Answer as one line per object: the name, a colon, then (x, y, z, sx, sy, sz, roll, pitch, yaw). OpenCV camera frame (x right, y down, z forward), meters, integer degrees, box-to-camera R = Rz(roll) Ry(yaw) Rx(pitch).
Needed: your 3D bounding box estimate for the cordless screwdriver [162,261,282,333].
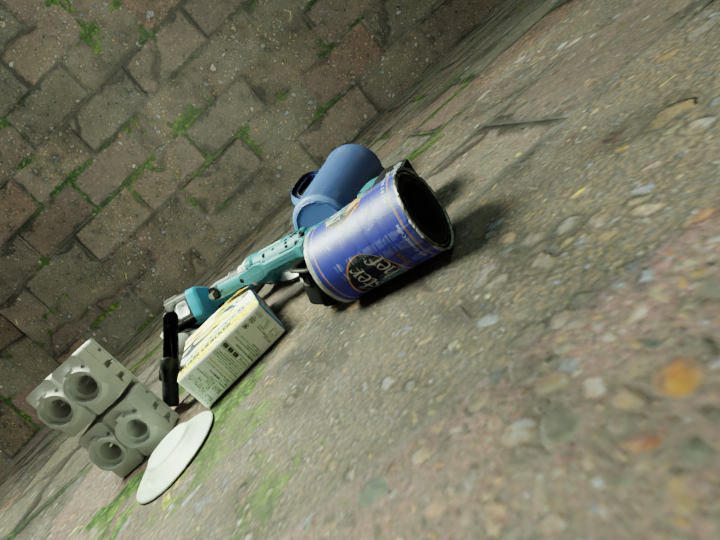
cordless screwdriver: (-0.287, 0.044, 0.874, 0.249, 0.075, 0.156, -27, -7, 2)

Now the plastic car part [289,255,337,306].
plastic car part: (-0.048, 0.010, 0.571, 0.068, 0.069, 0.115, -12, 17, 24)

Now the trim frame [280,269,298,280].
trim frame: (-0.088, -0.057, 0.895, 0.188, 0.027, 0.249, -33, 18, 31)

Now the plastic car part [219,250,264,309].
plastic car part: (-0.281, 0.041, 1.025, 0.068, 0.065, 0.203, -42, 13, 45)

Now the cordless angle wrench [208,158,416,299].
cordless angle wrench: (-0.096, -0.040, 0.688, 0.433, 0.072, 0.098, -24, 18, 27)
